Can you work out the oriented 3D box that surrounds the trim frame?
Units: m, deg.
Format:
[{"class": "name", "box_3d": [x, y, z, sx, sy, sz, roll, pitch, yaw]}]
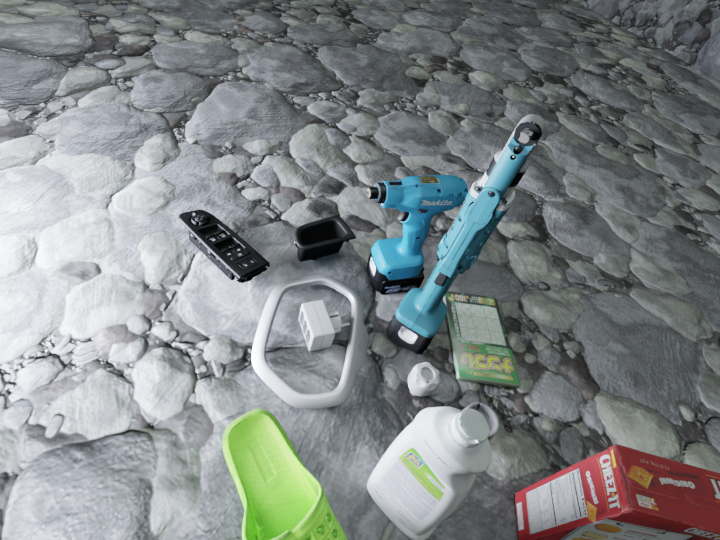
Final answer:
[{"class": "trim frame", "box_3d": [-0.076, 0.106, 0.695, 0.184, 0.027, 0.254, 11, 47, -2]}]

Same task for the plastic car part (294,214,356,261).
[{"class": "plastic car part", "box_3d": [-0.079, -0.052, 0.806, 0.113, 0.069, 0.069, -20, 57, -28]}]

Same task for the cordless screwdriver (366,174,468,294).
[{"class": "cordless screwdriver", "box_3d": [0.064, -0.059, 0.724, 0.155, 0.244, 0.077, -3, 51, -18]}]

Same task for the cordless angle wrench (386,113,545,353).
[{"class": "cordless angle wrench", "box_3d": [0.138, -0.028, 0.596, 0.076, 0.416, 0.097, 32, 49, 11]}]

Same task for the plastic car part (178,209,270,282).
[{"class": "plastic car part", "box_3d": [-0.252, -0.042, 0.765, 0.212, 0.066, 0.065, 40, 52, 23]}]
